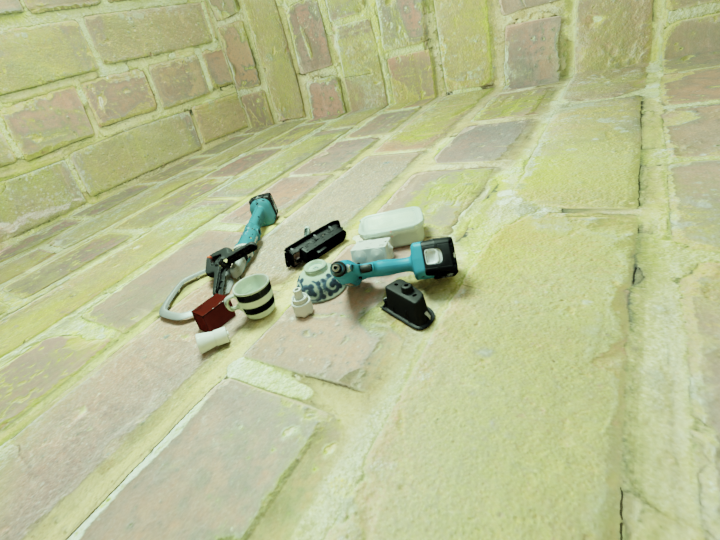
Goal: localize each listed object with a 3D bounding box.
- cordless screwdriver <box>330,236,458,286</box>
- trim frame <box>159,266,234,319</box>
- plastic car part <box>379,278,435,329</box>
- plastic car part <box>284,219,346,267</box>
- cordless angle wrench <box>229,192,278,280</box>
[{"bbox_3d":[0.065,-0.012,0.859,0.254,0.075,0.154,-9,-9,14],"label":"cordless screwdriver"},{"bbox_3d":[-0.428,0.056,1.120,0.186,0.026,0.254,-14,28,8],"label":"trim frame"},{"bbox_3d":[0.089,0.054,0.803,0.065,0.068,0.123,-29,28,-20],"label":"plastic car part"},{"bbox_3d":[-0.111,-0.073,1.135,0.071,0.064,0.199,22,47,36],"label":"plastic car part"},{"bbox_3d":[-0.333,-0.111,1.295,0.075,0.094,0.433,-15,32,10],"label":"cordless angle wrench"}]
